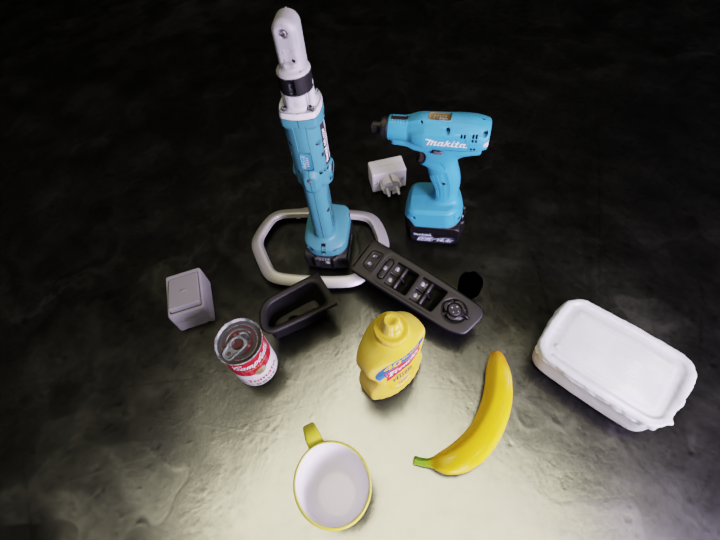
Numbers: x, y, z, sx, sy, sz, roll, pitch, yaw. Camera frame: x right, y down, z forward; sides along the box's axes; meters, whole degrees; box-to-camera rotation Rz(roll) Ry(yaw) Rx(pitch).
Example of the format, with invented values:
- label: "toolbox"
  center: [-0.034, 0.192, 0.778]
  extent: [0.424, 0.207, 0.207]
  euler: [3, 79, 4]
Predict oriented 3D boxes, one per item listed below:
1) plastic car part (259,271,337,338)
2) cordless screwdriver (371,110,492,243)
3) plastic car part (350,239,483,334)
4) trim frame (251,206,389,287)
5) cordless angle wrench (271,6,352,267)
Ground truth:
- label: "plastic car part"
  center: [-0.100, 0.066, 0.662]
  extent: [0.115, 0.068, 0.069]
  euler: [-28, 58, -10]
- label: "cordless screwdriver"
  center: [0.101, -0.144, 0.665]
  extent: [0.163, 0.239, 0.075]
  euler: [10, 59, 12]
- label: "plastic car part"
  center: [0.084, 0.035, 0.655]
  extent: [0.212, 0.064, 0.066]
  euler: [31, 65, 25]
- label: "trim frame"
  center: [-0.074, -0.049, 0.759]
  extent: [0.252, 0.026, 0.188]
  euler: [0, 57, 9]
- label: "cordless angle wrench"
  center: [-0.065, -0.146, 0.592]
  extent: [0.075, 0.407, 0.100]
  euler: [4, 58, 7]
